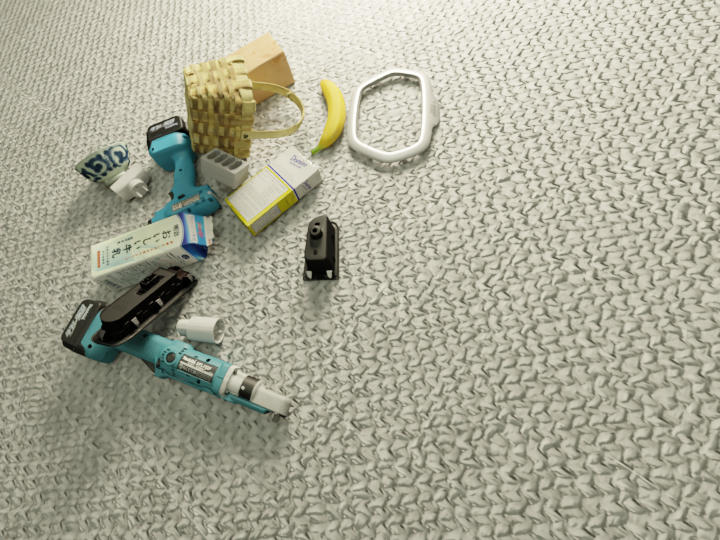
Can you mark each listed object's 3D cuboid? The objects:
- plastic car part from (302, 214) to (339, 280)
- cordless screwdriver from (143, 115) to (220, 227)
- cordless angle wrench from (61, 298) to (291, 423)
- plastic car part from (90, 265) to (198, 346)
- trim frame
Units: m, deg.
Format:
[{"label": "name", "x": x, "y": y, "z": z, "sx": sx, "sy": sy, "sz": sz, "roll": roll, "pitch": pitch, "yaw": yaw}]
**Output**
[{"label": "plastic car part", "x": -0.072, "y": -0.047, "z": 0.741, "sx": 0.067, "sy": 0.068, "sz": 0.119, "roll": -2, "pitch": 68, "yaw": 10}, {"label": "cordless screwdriver", "x": -0.402, "y": -0.200, "z": 0.897, "sx": 0.159, "sy": 0.071, "sz": 0.258, "roll": -25, "pitch": 66, "yaw": 2}, {"label": "cordless angle wrench", "x": -0.307, "y": 0.153, "z": 0.708, "sx": 0.437, "sy": 0.071, "sz": 0.098, "roll": 15, "pitch": 69, "yaw": 18}, {"label": "plastic car part", "x": -0.368, "y": 0.050, "z": 0.725, "sx": 0.068, "sy": 0.065, "sz": 0.203, "roll": 21, "pitch": 42, "yaw": 10}, {"label": "trim frame", "x": 0.065, "y": -0.318, "z": 0.859, "sx": 0.189, "sy": 0.026, "sz": 0.254, "roll": -2, "pitch": 63, "yaw": 14}]
